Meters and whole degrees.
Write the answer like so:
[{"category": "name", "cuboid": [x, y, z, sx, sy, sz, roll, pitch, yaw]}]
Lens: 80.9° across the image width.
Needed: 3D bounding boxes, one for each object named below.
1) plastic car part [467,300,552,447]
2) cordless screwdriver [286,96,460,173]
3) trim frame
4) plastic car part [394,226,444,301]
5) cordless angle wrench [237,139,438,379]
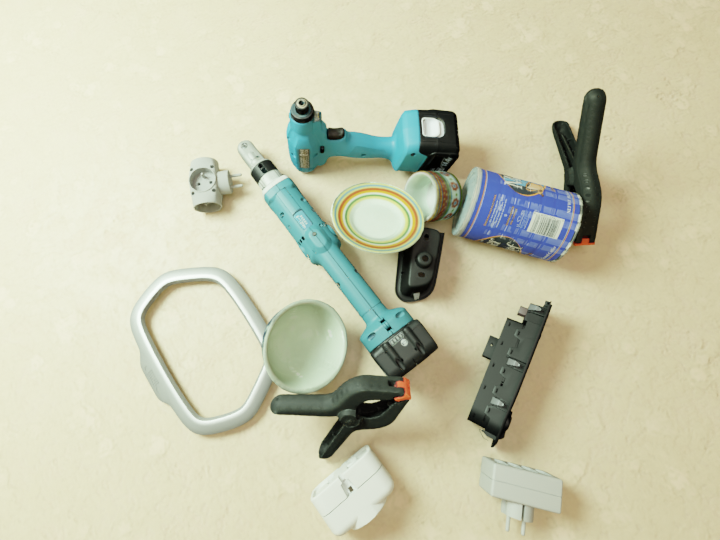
[{"category": "plastic car part", "cuboid": [0.195, 0.131, 0.565, 0.069, 0.064, 0.204, 19, 76, 14]}, {"category": "cordless screwdriver", "cuboid": [0.016, -0.196, 0.616, 0.249, 0.157, 0.075, 1, 77, -1]}, {"category": "trim frame", "cuboid": [-0.227, 0.107, 0.607, 0.183, 0.027, 0.254, -35, 78, -9]}, {"category": "plastic car part", "cuboid": [0.087, -0.016, 0.607, 0.067, 0.069, 0.118, 10, 72, 3]}, {"category": "cordless angle wrench", "cuboid": [-0.060, -0.039, 0.611, 0.074, 0.095, 0.436, -37, 73, -6]}]
